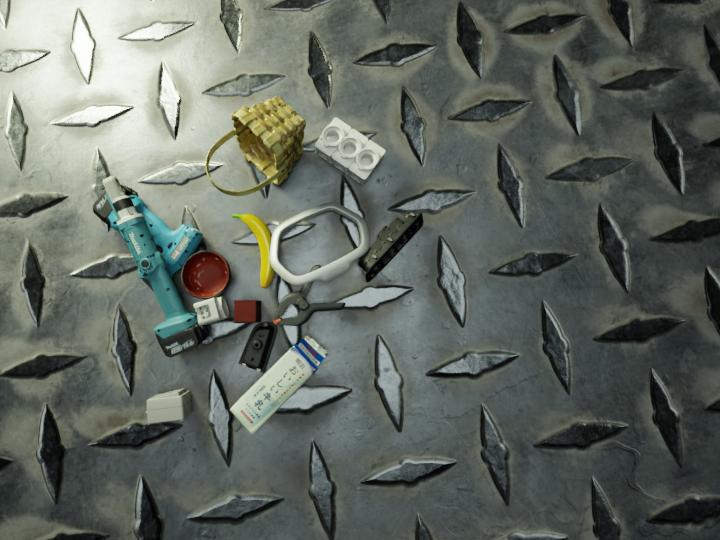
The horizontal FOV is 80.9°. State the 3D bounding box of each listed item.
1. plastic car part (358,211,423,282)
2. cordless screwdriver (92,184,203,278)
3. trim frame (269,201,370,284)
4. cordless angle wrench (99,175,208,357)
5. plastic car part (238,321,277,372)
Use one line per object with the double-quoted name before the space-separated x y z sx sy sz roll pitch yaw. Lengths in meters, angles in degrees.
"plastic car part" 0.065 -0.063 1.002 0.069 0.064 0.202 36 83 17
"cordless screwdriver" -0.520 -0.087 1.012 0.249 0.074 0.159 34 88 1
"trim frame" -0.098 -0.064 1.000 0.246 0.027 0.191 -27 68 -11
"cordless angle wrench" -0.475 -0.016 0.954 0.098 0.074 0.420 -23 94 4
"plastic car part" -0.235 0.174 0.970 0.066 0.071 0.117 19 86 -1
